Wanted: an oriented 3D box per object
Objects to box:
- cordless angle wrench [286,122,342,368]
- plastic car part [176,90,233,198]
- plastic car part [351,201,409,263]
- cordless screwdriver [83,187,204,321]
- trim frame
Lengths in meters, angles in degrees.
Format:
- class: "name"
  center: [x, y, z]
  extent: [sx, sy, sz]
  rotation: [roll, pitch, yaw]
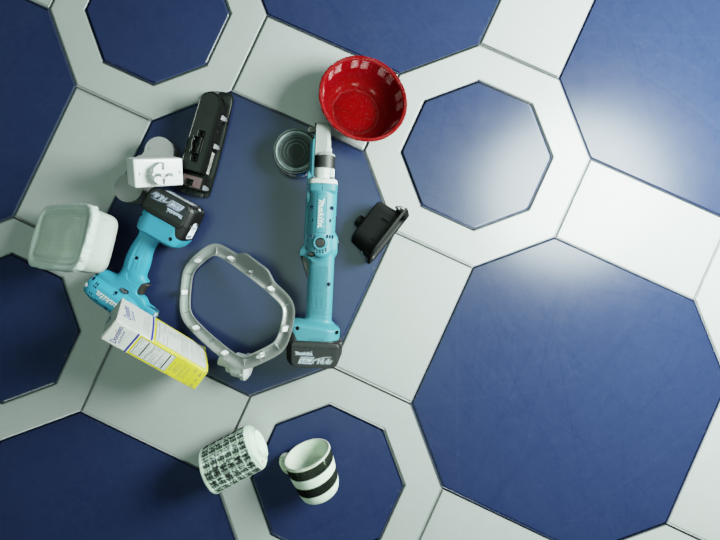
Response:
- class: "cordless angle wrench"
  center: [-0.073, -0.048, 0.745]
  extent: [0.098, 0.074, 0.422]
  rotation: [3, 91, -1]
- class: "plastic car part"
  center: [-0.290, -0.241, 0.776]
  extent: [0.067, 0.066, 0.203]
  rotation: [16, 86, 5]
- class: "plastic car part"
  center: [0.026, -0.078, 0.768]
  extent: [0.073, 0.064, 0.116]
  rotation: [42, 92, 14]
- class: "cordless screwdriver"
  center: [-0.369, -0.016, 0.764]
  extent: [0.160, 0.074, 0.249]
  rotation: [34, 93, 0]
- class: "trim frame"
  center: [-0.227, 0.060, 0.748]
  extent: [0.258, 0.026, 0.184]
  rotation: [35, 97, 20]
